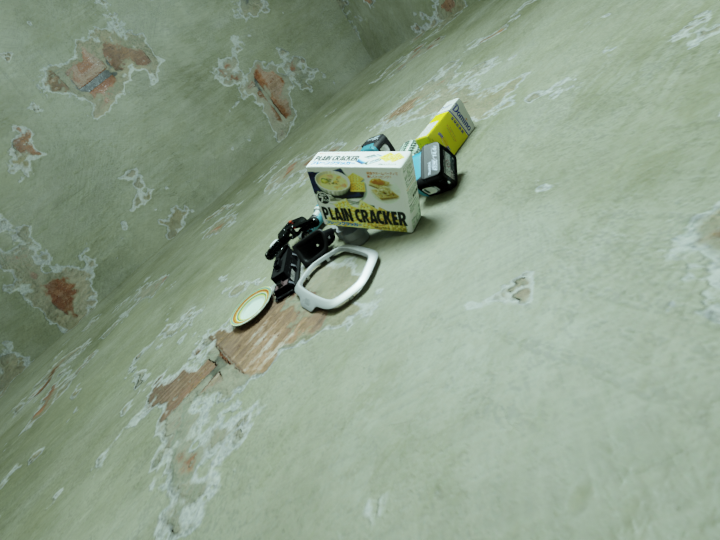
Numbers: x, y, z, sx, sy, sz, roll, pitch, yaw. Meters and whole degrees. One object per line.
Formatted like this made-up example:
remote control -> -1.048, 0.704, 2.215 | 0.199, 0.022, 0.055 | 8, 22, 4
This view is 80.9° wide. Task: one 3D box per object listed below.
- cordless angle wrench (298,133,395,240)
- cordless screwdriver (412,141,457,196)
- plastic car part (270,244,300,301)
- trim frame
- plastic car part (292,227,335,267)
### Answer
cordless angle wrench -> -0.049, -0.244, 1.264 | 0.421, 0.071, 0.102 | -52, 27, -21
cordless screwdriver -> 0.092, -0.190, 0.967 | 0.260, 0.070, 0.161 | -6, 71, 44
plastic car part -> -0.195, -0.005, 1.080 | 0.067, 0.065, 0.208 | -38, 22, 18
trim frame -> -0.058, 0.012, 0.911 | 0.183, 0.026, 0.261 | -45, 28, -15
plastic car part -> -0.102, -0.067, 1.047 | 0.119, 0.066, 0.069 | -32, 1, 39
